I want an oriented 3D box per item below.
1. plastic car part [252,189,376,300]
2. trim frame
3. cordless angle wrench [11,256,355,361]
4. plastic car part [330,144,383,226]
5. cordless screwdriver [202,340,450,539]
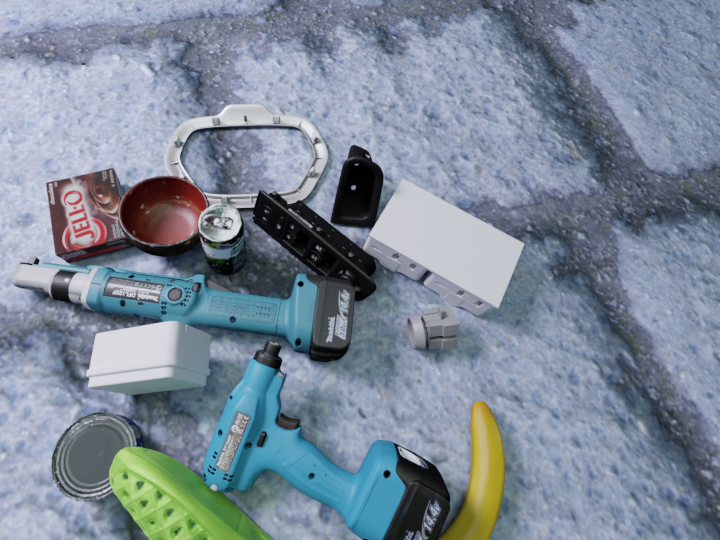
[{"bbox_3d":[-0.057,-0.037,0.583,0.208,0.066,0.065,41,42,13],"label":"plastic car part"},{"bbox_3d":[-0.173,-0.179,0.649,0.246,0.027,0.189,-5,66,-6],"label":"trim frame"},{"bbox_3d":[-0.222,0.037,0.527,0.423,0.073,0.100,8,65,0],"label":"cordless angle wrench"},{"bbox_3d":[-0.004,-0.128,0.604,0.065,0.114,0.073,4,44,-8],"label":"plastic car part"},{"bbox_3d":[-0.032,0.191,0.454,0.252,0.073,0.159,21,84,6],"label":"cordless screwdriver"}]
